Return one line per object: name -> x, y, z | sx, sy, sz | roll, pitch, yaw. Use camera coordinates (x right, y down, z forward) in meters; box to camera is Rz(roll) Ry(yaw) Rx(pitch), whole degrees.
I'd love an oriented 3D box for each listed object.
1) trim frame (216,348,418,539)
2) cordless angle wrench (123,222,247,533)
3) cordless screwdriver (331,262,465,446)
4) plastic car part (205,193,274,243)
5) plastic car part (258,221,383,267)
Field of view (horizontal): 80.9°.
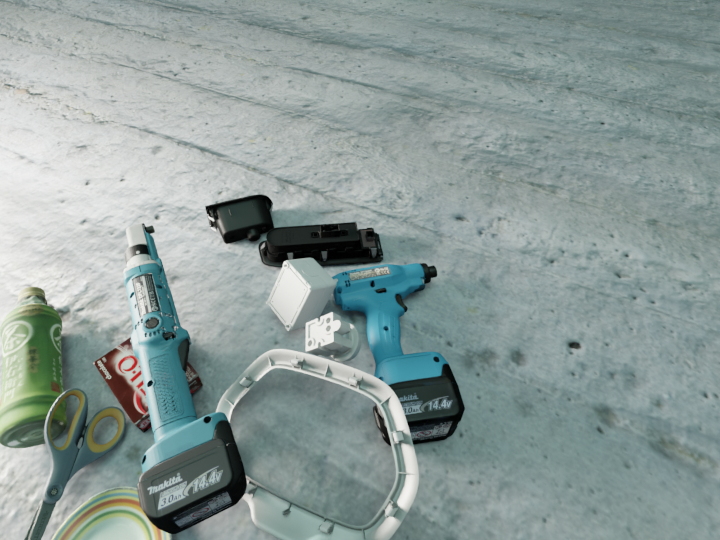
trim frame -> -0.061, 0.189, 0.463 | 0.259, 0.026, 0.185 | 11, 75, 23
cordless angle wrench -> -0.254, 0.082, 0.534 | 0.096, 0.072, 0.445 | -19, 51, -20
cordless screwdriver -> 0.064, 0.088, 0.561 | 0.157, 0.072, 0.260 | -12, 48, -9
plastic car part -> -0.198, -0.082, 0.723 | 0.114, 0.065, 0.073 | -14, 67, -14
plastic car part -> -0.067, -0.044, 0.683 | 0.203, 0.065, 0.068 | -6, 58, 0
